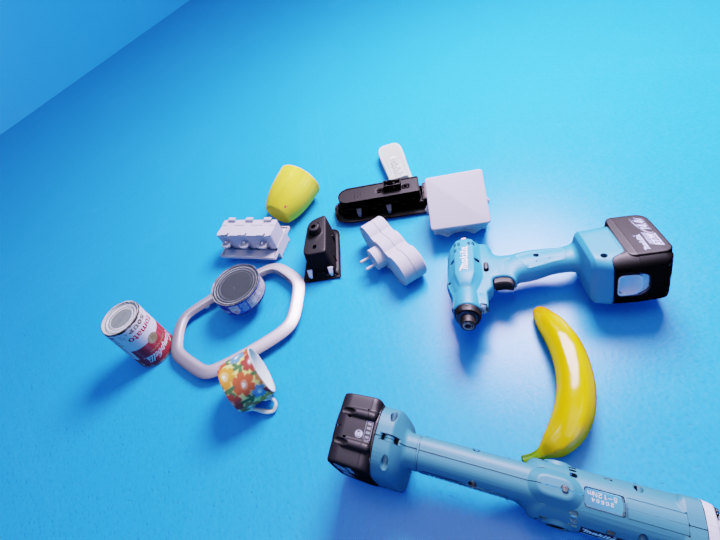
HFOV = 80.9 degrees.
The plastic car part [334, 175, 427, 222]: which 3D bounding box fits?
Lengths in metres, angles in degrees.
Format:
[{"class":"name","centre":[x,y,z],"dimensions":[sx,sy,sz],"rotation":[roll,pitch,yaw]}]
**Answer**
[{"class":"plastic car part","centre":[0.044,-0.130,0.764],"dimensions":[0.208,0.063,0.068],"rotation":[-10,55,18]}]

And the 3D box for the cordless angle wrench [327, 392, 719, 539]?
[{"class":"cordless angle wrench","centre":[0.180,0.208,0.394],"dimensions":[0.439,0.093,0.075],"rotation":[6,56,23]}]

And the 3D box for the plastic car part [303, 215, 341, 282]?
[{"class":"plastic car part","centre":[-0.071,-0.047,0.730],"dimensions":[0.067,0.067,0.120],"rotation":[-10,51,11]}]

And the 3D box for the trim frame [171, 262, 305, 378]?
[{"class":"trim frame","centre":[-0.204,0.077,0.707],"dimensions":[0.248,0.026,0.194],"rotation":[-32,47,-4]}]

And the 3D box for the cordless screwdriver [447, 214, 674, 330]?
[{"class":"cordless screwdriver","centre":[0.239,0.009,0.536],"dimensions":[0.256,0.071,0.161],"rotation":[-6,36,21]}]
